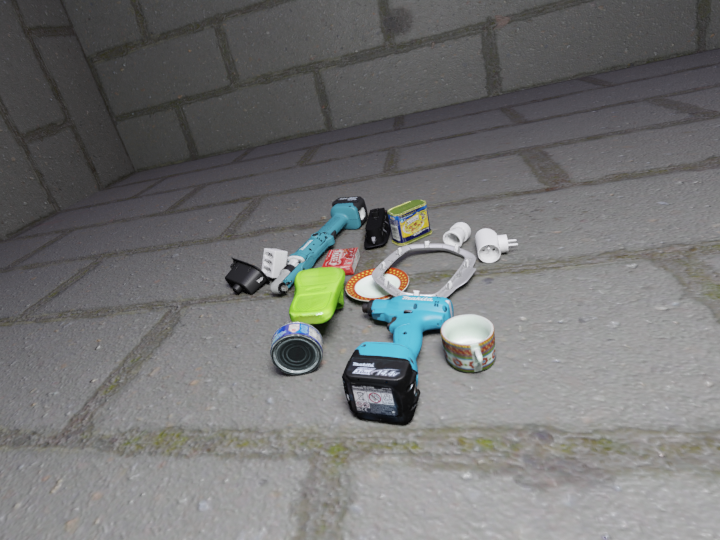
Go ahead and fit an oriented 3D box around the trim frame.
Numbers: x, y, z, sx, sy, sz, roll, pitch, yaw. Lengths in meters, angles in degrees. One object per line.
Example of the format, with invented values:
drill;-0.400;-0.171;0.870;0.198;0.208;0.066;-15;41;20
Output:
trim frame;0.133;-0.006;0.856;0.193;0.027;0.243;15;32;31

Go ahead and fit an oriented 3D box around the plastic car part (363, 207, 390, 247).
plastic car part;0.045;-0.122;1.113;0.067;0.065;0.206;-2;32;9

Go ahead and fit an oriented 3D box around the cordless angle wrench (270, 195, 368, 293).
cordless angle wrench;-0.106;-0.069;1.082;0.102;0.072;0.420;1;33;29

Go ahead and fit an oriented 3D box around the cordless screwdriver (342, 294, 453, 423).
cordless screwdriver;0.041;0.114;0.661;0.166;0.072;0.246;0;27;27

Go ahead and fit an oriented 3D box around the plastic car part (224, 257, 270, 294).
plastic car part;-0.281;0.023;1.014;0.123;0.063;0.070;17;55;42
